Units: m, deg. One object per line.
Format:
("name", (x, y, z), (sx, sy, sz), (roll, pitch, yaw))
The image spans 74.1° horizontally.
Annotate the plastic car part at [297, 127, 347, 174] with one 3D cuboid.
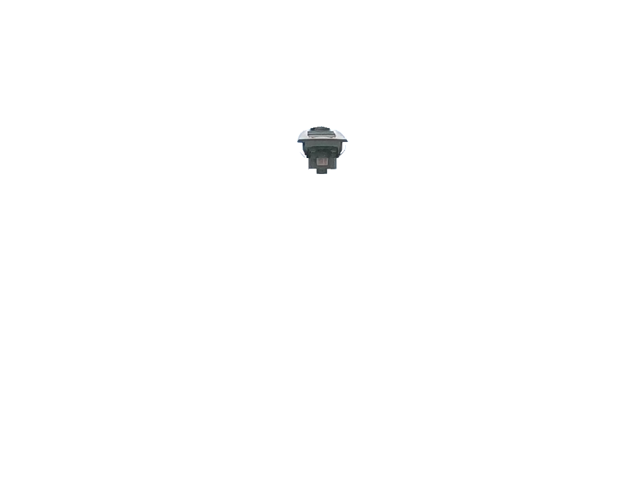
("plastic car part", (0.005, -0.141, 0.650), (0.066, 0.067, 0.202), (-7, 23, 3))
